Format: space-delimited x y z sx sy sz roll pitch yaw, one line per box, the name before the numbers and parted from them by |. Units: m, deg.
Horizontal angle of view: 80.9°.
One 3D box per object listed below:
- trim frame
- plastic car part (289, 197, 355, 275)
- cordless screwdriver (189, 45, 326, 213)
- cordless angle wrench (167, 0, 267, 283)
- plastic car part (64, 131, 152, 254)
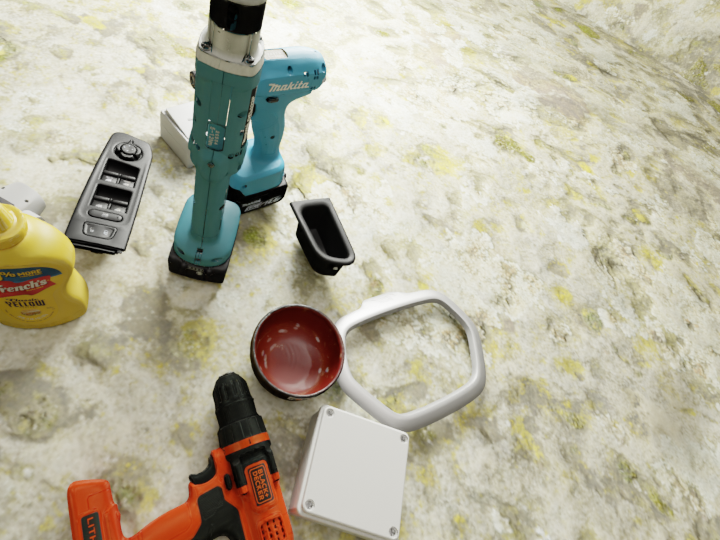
trim frame | 0.071 0.110 0.583 0.241 0.027 0.191 -16 64 -28
plastic car part | -0.060 -0.039 0.609 0.064 0.071 0.121 -11 63 -28
cordless screwdriver | -0.150 -0.175 0.556 0.154 0.248 0.077 -21 71 -32
cordless angle wrench | -0.140 -0.123 0.417 0.072 0.422 0.100 16 55 -15
plastic car part | -0.321 -0.099 0.558 0.064 0.067 0.209 8 56 -18
